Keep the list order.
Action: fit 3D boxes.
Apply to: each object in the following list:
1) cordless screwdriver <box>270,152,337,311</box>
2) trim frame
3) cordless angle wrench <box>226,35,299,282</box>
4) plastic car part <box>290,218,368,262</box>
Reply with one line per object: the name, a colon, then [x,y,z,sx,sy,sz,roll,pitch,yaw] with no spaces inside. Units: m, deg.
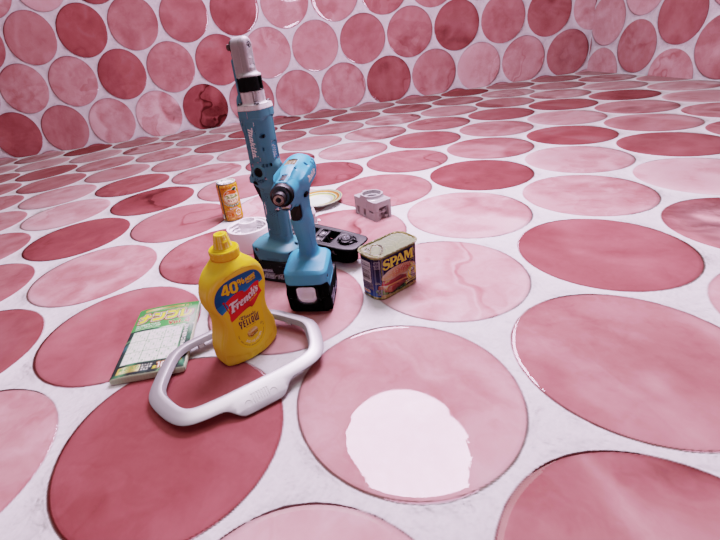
cordless screwdriver: [-0.091,-0.044,0.657,0.075,0.241,0.162,-3,27,7]
trim frame: [-0.170,0.126,0.593,0.242,0.027,0.195,-23,32,-24]
cordless angle wrench: [-0.166,-0.178,0.741,0.102,0.410,0.073,7,29,24]
plastic car part: [-0.084,-0.055,0.855,0.212,0.065,0.065,10,32,29]
